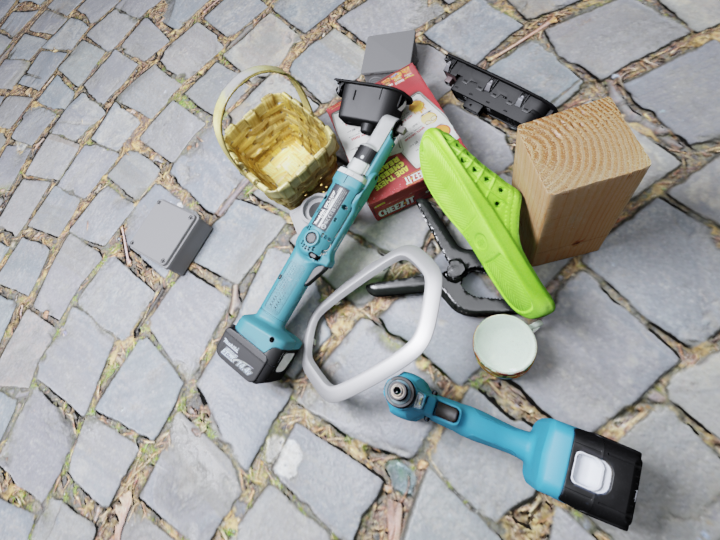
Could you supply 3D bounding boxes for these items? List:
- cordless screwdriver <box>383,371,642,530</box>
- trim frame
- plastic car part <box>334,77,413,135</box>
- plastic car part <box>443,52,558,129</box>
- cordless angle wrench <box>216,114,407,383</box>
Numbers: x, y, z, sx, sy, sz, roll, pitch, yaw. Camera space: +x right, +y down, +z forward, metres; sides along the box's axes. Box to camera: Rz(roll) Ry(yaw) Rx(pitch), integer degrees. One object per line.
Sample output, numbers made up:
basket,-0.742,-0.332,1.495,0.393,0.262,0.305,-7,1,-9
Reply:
cordless screwdriver,0.144,0.173,0.448,0.259,0.152,0.075,17,75,22
trim frame,0.006,0.067,0.562,0.252,0.026,0.191,-39,41,27
plastic car part,0.013,-0.246,0.652,0.122,0.063,0.071,22,95,23
plastic car part,0.209,-0.272,0.664,0.213,0.063,0.067,37,94,28
cordless angle wrench,-0.060,-0.039,0.614,0.102,0.071,0.423,31,91,24
